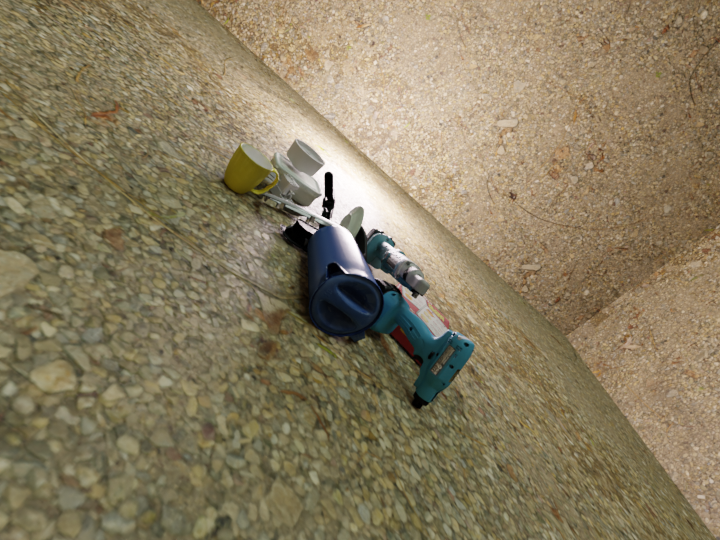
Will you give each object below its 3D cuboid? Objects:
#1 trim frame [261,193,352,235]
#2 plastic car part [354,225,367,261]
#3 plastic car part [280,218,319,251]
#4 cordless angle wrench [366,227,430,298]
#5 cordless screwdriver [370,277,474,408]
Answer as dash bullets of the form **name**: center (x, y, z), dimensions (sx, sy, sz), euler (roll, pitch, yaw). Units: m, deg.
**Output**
- **trim frame**: center (-0.124, -0.126, 0.995), dimensions (0.235, 0.027, 0.195), euler (21, 4, -39)
- **plastic car part**: center (-0.025, -0.071, 1.123), dimensions (0.063, 0.072, 0.120), euler (47, 28, -33)
- **plastic car part**: center (-0.097, -0.063, 0.989), dimensions (0.192, 0.068, 0.069), euler (25, 34, -36)
- **cordless angle wrench**: center (0.080, -0.019, 1.015), dimensions (0.072, 0.098, 0.434), euler (36, 5, -17)
- **cordless screwdriver**: center (0.084, 0.136, 0.845), dimensions (0.263, 0.159, 0.070), euler (39, 9, 39)
